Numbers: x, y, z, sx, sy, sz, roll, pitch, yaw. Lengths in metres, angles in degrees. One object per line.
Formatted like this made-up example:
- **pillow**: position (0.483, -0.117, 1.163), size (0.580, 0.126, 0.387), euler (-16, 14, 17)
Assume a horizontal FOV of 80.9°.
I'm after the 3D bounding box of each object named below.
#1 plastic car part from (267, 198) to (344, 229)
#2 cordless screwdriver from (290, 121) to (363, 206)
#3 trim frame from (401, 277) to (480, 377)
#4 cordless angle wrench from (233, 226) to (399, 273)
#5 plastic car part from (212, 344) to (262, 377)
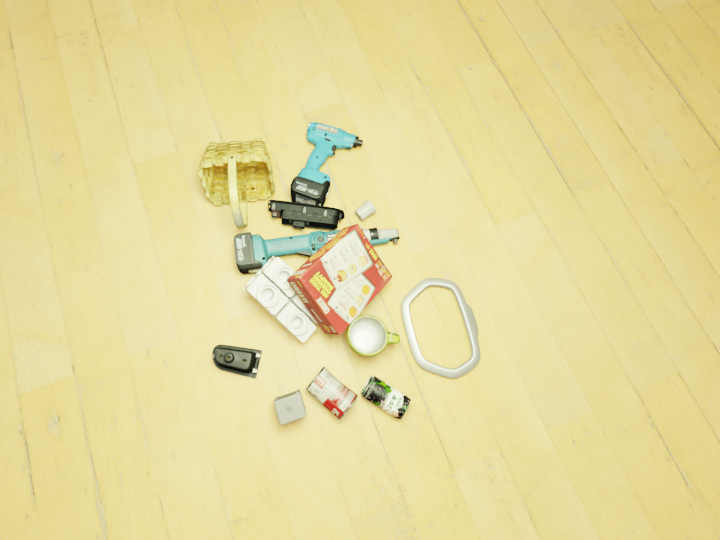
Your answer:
- **plastic car part**: position (-0.140, -0.141, 1.096), size (0.202, 0.065, 0.069), euler (3, 62, -4)
- **cordless screwdriver**: position (-0.093, -0.285, 1.148), size (0.160, 0.073, 0.252), euler (14, 69, 1)
- **trim frame**: position (0.201, 0.138, 1.047), size (0.183, 0.027, 0.255), euler (-13, 72, -5)
- **cordless angle wrench**: position (-0.106, -0.069, 1.081), size (0.418, 0.074, 0.100), euler (-8, 75, -7)
- **plastic car part**: position (-0.294, 0.206, 0.984), size (0.116, 0.070, 0.067), euler (11, 72, -3)
